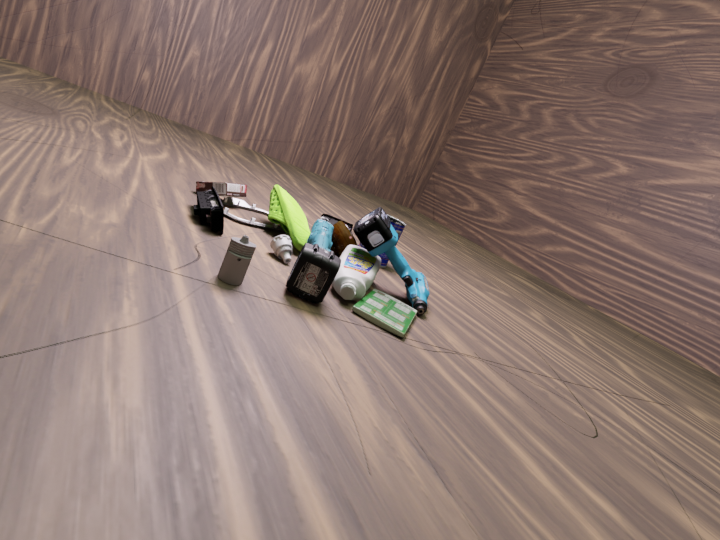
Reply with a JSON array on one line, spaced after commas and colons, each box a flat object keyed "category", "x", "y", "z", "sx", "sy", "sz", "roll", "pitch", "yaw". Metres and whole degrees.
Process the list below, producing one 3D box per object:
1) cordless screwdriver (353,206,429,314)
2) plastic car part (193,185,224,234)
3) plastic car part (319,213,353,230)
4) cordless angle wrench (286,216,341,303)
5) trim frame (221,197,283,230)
[{"category": "cordless screwdriver", "x": 0.081, "y": -0.019, "z": 0.984, "sx": 0.242, "sy": 0.075, "sz": 0.161, "roll": 53, "pitch": 18, "yaw": -16}, {"category": "plastic car part", "x": -0.353, "y": -0.144, "z": 0.982, "sx": 0.066, "sy": 0.064, "sz": 0.212, "roll": -9, "pitch": 27, "yaw": -16}, {"category": "plastic car part", "x": -0.093, "y": -0.132, "z": 1.341, "sx": 0.121, "sy": 0.065, "sz": 0.069, "roll": 25, "pitch": 28, "yaw": 18}, {"category": "cordless angle wrench", "x": -0.092, "y": -0.060, "z": 0.940, "sx": 0.073, "sy": 0.097, "sz": 0.430, "roll": 24, "pitch": 17, "yaw": -10}, {"category": "trim frame", "x": -0.305, "y": -0.160, "z": 1.167, "sx": 0.236, "sy": 0.027, "sz": 0.195, "roll": 6, "pitch": 22, "yaw": -44}]
